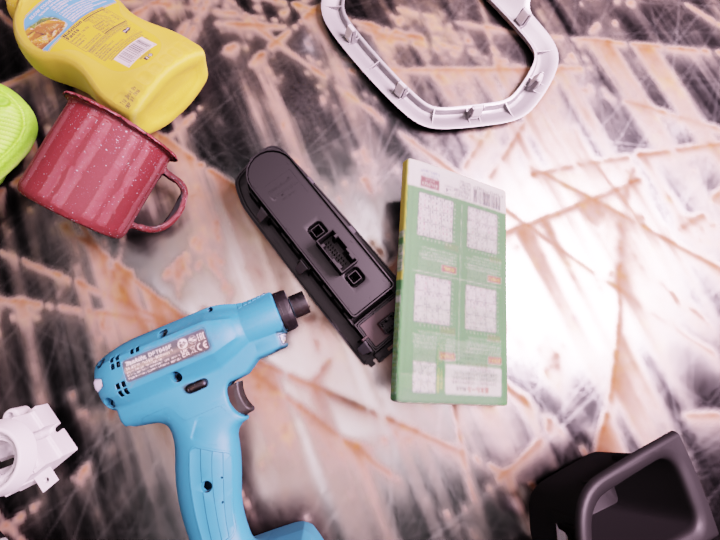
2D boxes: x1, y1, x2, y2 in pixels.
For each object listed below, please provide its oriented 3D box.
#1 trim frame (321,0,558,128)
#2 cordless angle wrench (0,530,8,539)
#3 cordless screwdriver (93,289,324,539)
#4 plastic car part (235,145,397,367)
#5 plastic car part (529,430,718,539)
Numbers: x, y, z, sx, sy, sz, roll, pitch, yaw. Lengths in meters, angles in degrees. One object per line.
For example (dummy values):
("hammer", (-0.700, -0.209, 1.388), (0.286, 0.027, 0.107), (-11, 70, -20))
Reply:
("trim frame", (0.075, -0.241, 0.405), (0.183, 0.027, 0.254), (-36, 78, -9))
("cordless angle wrench", (-0.159, 0.283, 0.261), (0.432, 0.073, 0.098), (39, 79, 10))
("cordless screwdriver", (-0.072, 0.143, 0.292), (0.158, 0.073, 0.255), (-23, 75, -6))
("plastic car part", (-0.033, -0.022, 0.337), (0.066, 0.065, 0.208), (-39, 78, -3))
("plastic car part", (0.162, 0.158, 0.288), (0.113, 0.072, 0.067), (-10, 78, -21))
